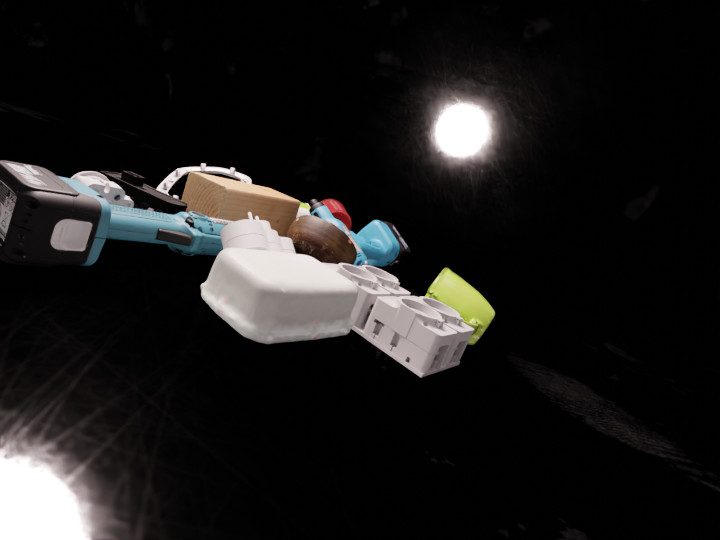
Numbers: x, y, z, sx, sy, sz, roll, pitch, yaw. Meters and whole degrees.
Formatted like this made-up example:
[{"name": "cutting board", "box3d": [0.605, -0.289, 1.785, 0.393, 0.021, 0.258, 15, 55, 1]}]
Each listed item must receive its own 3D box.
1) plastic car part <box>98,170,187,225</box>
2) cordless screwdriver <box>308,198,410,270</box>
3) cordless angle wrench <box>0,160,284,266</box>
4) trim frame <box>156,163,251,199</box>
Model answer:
[{"name": "plastic car part", "box3d": [-0.333, -0.106, 0.633, 0.209, 0.067, 0.064, 27, 5, 15]}, {"name": "cordless screwdriver", "box3d": [-0.003, -0.068, 0.843, 0.164, 0.075, 0.239, 56, 25, 15]}, {"name": "cordless angle wrench", "box3d": [-0.218, -0.047, 0.545, 0.103, 0.074, 0.404, 28, 12, 27]}, {"name": "trim frame", "box3d": [-0.314, -0.175, 0.879, 0.182, 0.027, 0.255, 10, 28, -7]}]
